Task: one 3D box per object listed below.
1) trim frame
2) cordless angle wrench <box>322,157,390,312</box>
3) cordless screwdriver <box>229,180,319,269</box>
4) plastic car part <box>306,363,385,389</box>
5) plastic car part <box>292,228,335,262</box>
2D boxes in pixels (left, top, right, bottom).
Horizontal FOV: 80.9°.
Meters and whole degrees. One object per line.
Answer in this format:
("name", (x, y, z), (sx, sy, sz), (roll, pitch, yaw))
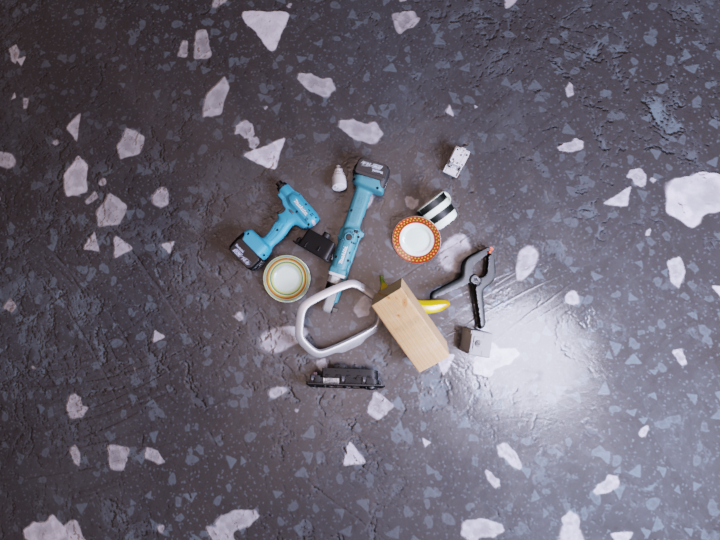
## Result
("trim frame", (-0.056, 0.130, 1.120), (0.247, 0.028, 0.181), (-26, 98, -5))
("cordless angle wrench", (-0.028, -0.090, 1.148), (0.099, 0.073, 0.423), (18, 88, 5))
("cordless screwdriver", (-0.255, -0.125, 1.174), (0.248, 0.073, 0.162), (-40, 82, -4))
("plastic car part", (-0.038, 0.284, 1.113), (0.206, 0.064, 0.068), (4, 60, 7))
("plastic car part", (-0.111, -0.072, 1.134), (0.122, 0.063, 0.071), (26, 88, 27))
